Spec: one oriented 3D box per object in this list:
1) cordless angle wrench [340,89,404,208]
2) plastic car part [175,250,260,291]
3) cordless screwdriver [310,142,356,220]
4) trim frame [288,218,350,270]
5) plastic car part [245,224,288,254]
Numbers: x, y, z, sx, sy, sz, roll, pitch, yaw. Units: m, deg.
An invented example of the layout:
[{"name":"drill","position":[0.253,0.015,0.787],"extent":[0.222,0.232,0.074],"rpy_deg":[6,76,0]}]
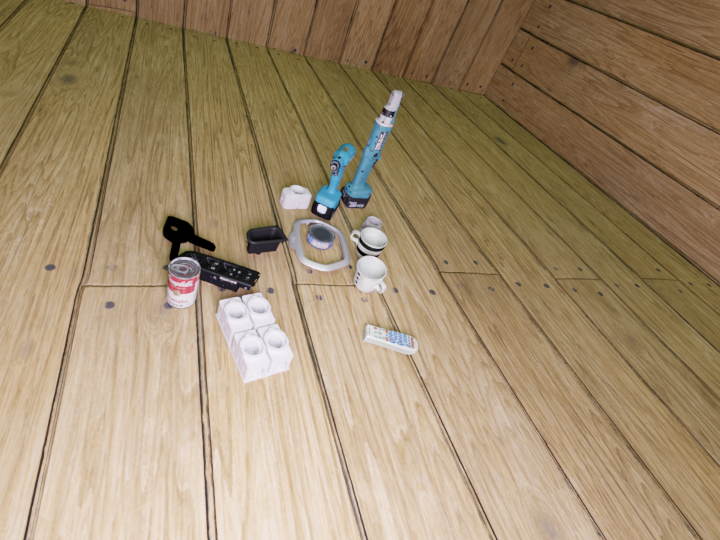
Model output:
[{"name":"cordless angle wrench","position":[0.041,-0.395,1.405],"extent":[0.094,0.418,0.078],"rpy_deg":[0,45,-29]},{"name":"plastic car part","position":[-0.352,0.005,1.038],"extent":[0.203,0.066,0.067],"rpy_deg":[22,38,1]},{"name":"cordless screwdriver","position":[-0.091,-0.270,1.336],"extent":[0.075,0.246,0.160],"rpy_deg":[26,38,1]},{"name":"trim frame","position":[-0.125,-0.081,1.274],"extent":[0.179,0.027,0.259],"rpy_deg":[6,41,-18]},{"name":"plastic car part","position":[-0.270,-0.076,1.168],"extent":[0.112,0.070,0.069],"rpy_deg":[-14,51,-37]}]
